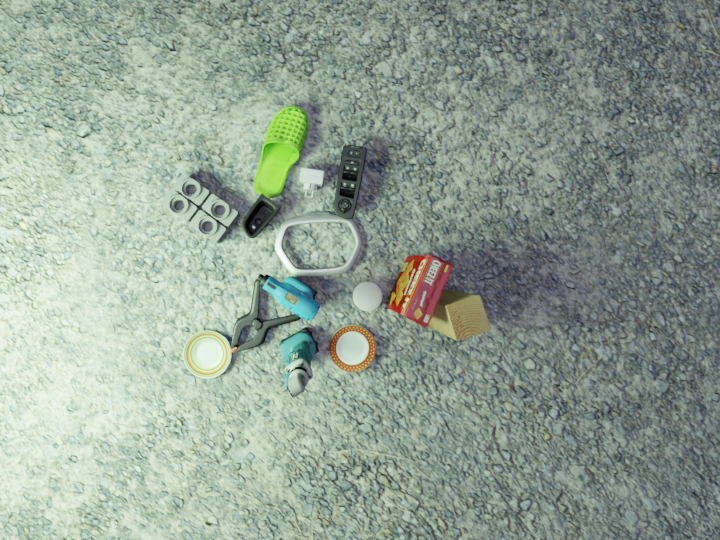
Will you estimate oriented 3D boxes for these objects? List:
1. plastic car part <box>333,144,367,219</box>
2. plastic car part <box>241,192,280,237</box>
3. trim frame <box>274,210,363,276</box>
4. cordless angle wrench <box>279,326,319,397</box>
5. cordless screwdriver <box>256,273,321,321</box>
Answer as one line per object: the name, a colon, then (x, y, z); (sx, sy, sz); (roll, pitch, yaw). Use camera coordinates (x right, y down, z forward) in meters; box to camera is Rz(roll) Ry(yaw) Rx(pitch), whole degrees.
plastic car part: (-0.034, -0.243, 1.182); (0.066, 0.067, 0.203); (10, 87, -5)
plastic car part: (-0.279, -0.143, 1.165); (0.066, 0.071, 0.116); (37, 86, -4)
trim frame: (-0.116, -0.076, 1.190); (0.247, 0.027, 0.184); (-5, 88, -3)
cordless angle wrench: (-0.143, 0.211, 0.977); (0.097, 0.426, 0.074); (-29, 94, -6)
cordless screwdriver: (-0.182, 0.055, 1.070); (0.158, 0.250, 0.074); (33, 87, -5)
